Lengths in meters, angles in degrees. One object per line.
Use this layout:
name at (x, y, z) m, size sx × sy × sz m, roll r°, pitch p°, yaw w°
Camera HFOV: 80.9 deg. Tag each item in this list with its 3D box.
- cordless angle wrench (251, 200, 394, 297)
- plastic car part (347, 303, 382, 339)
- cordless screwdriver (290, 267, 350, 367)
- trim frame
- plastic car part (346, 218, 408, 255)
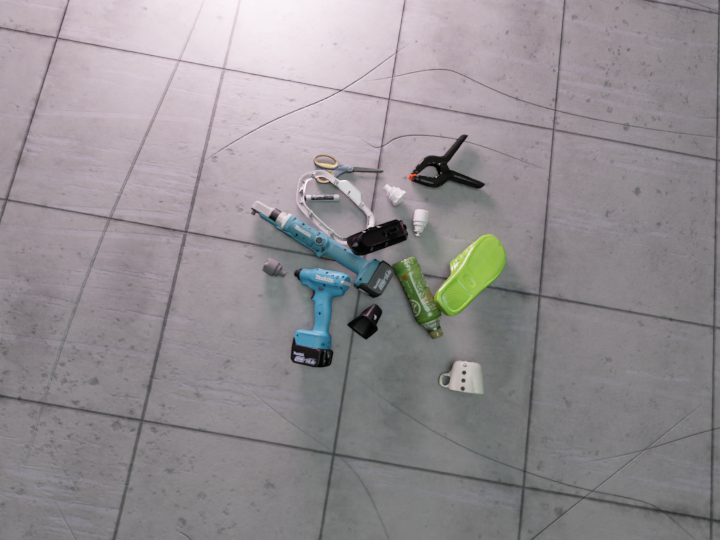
cordless angle wrench at (-0.112, -0.073, 1.146) m, size 0.427 × 0.073 × 0.098 m, roll 31°, pitch 81°, yaw 5°
plastic car part at (0.024, 0.124, 1.103) m, size 0.066 × 0.117 × 0.070 m, roll 37°, pitch 57°, yaw -1°
cordless screwdriver at (-0.126, 0.117, 1.101) m, size 0.166 × 0.071 × 0.250 m, roll 9°, pitch 83°, yaw 28°
trim frame at (-0.066, -0.175, 1.144) m, size 0.249 × 0.028 × 0.182 m, roll 41°, pitch 53°, yaw 1°
plastic car part at (0.056, -0.090, 1.119) m, size 0.197 × 0.069 × 0.066 m, roll -21°, pitch 92°, yaw -31°
